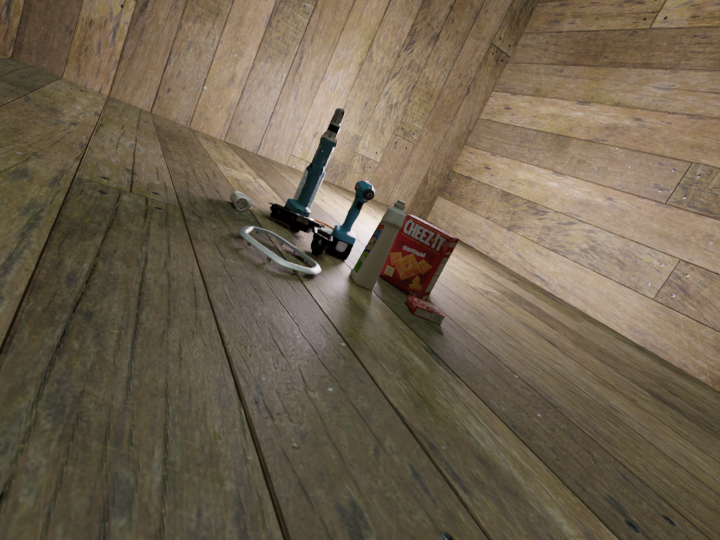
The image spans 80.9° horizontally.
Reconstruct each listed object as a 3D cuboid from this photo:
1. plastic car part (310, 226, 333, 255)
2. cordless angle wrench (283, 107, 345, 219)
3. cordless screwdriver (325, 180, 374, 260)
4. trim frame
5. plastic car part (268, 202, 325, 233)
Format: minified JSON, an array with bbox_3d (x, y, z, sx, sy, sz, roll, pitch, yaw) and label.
[{"bbox_3d":[-0.121,-0.079,1.237,0.065,0.070,0.118,23,14,-8],"label":"plastic car part"},{"bbox_3d":[-0.150,-0.350,1.445,0.070,0.421,0.104,14,18,-42],"label":"cordless angle wrench"},{"bbox_3d":[-0.026,-0.152,1.293,0.073,0.248,0.163,23,14,-14],"label":"cordless screwdriver"},{"bbox_3d":[-0.208,-0.053,1.089,0.260,0.027,0.176,32,16,25],"label":"trim frame"},{"bbox_3d":[-0.220,-0.168,1.398,0.209,0.067,0.064,29,14,15],"label":"plastic car part"}]
